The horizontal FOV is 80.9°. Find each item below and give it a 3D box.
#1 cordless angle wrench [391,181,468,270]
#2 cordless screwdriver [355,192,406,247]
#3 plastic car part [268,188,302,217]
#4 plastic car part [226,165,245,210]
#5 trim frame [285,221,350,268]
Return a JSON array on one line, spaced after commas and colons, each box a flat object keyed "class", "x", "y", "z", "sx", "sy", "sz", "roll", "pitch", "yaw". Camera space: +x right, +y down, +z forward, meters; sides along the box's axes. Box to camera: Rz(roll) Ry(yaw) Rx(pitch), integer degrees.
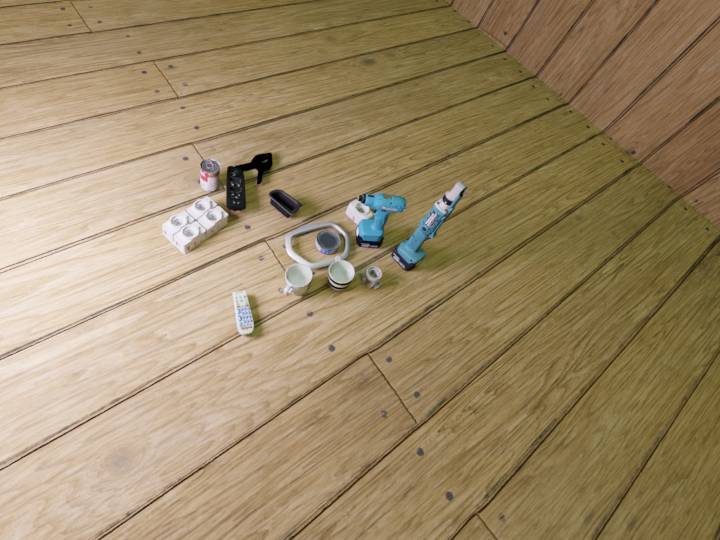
[{"class": "cordless angle wrench", "x": 0.224, "y": -0.143, "z": 1.368, "sx": 0.073, "sy": 0.420, "sz": 0.101, "roll": -32, "pitch": 75, "yaw": -32}, {"class": "cordless screwdriver", "x": 0.037, "y": -0.175, "z": 1.443, "sx": 0.156, "sy": 0.247, "sz": 0.076, "roll": 8, "pitch": 58, "yaw": -14}, {"class": "plastic car part", "x": -0.275, "y": -0.231, "z": 1.503, "sx": 0.119, "sy": 0.070, "sz": 0.065, "roll": 37, "pitch": 55, "yaw": 8}, {"class": "plastic car part", "x": -0.442, "y": -0.283, "z": 1.493, "sx": 0.064, "sy": 0.066, "sz": 0.210, "roll": 0, "pitch": 58, "yaw": -18}, {"class": "trim frame", "x": -0.144, "y": -0.094, "z": 1.475, "sx": 0.242, "sy": 0.027, "sz": 0.191, "roll": -20, "pitch": 65, "yaw": -26}]
